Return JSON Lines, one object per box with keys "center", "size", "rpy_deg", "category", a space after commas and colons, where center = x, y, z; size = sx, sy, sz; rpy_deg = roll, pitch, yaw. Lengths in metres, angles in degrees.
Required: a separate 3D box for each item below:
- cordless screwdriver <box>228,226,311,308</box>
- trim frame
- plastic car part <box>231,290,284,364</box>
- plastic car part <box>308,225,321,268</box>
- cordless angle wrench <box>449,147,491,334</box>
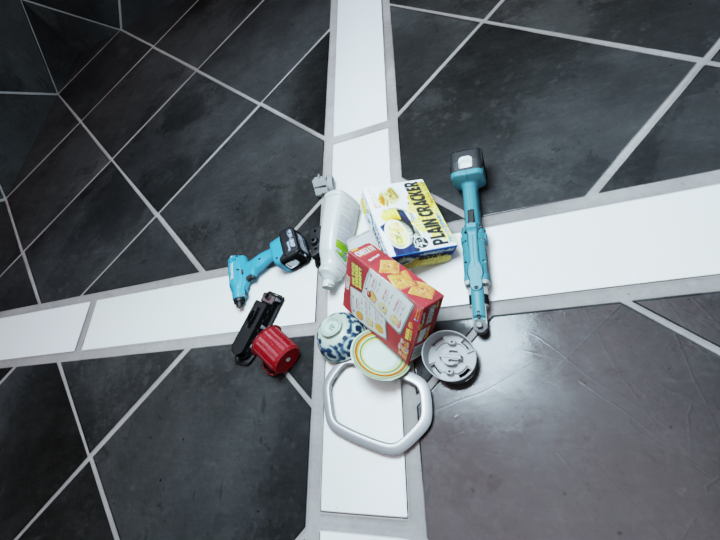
{"center": [-0.257, -0.006, 1.157], "size": [0.253, 0.070, 0.165], "rpy_deg": [-24, 56, 18], "category": "cordless screwdriver"}
{"center": [0.028, 0.271, 0.886], "size": [0.261, 0.026, 0.185], "rpy_deg": [8, 69, 32], "category": "trim frame"}
{"center": [-0.272, 0.145, 1.091], "size": [0.069, 0.064, 0.204], "rpy_deg": [17, 75, 25], "category": "plastic car part"}
{"center": [-0.109, -0.071, 1.116], "size": [0.068, 0.067, 0.120], "rpy_deg": [-17, 55, 20], "category": "plastic car part"}
{"center": [0.249, -0.071, 0.927], "size": [0.077, 0.093, 0.432], "rpy_deg": [-8, 65, 22], "category": "cordless angle wrench"}
